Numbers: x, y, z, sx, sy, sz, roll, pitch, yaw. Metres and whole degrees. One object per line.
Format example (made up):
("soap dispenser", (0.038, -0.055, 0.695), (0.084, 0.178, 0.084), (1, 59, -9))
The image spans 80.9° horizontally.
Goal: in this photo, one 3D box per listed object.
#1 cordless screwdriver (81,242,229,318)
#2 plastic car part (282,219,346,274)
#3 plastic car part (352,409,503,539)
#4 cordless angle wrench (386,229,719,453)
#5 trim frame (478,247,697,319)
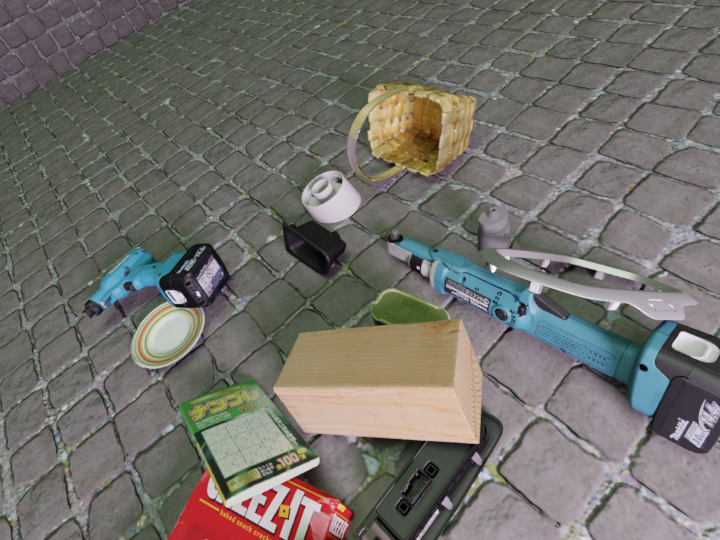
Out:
("cordless screwdriver", (-0.362, 0.025, 0.735), (0.259, 0.071, 0.160), (0, 42, 29))
("plastic car part", (-0.070, -0.046, 0.718), (0.123, 0.063, 0.070), (30, 52, 33))
("plastic car part", (0.072, 0.217, 0.445), (0.201, 0.064, 0.070), (-44, 43, -20))
("cordless angle wrench", (0.193, 0.041, 0.529), (0.073, 0.094, 0.448), (-30, 41, -30))
("trim frame", (0.251, 0.009, 0.480), (0.238, 0.027, 0.194), (5, 15, -28))
